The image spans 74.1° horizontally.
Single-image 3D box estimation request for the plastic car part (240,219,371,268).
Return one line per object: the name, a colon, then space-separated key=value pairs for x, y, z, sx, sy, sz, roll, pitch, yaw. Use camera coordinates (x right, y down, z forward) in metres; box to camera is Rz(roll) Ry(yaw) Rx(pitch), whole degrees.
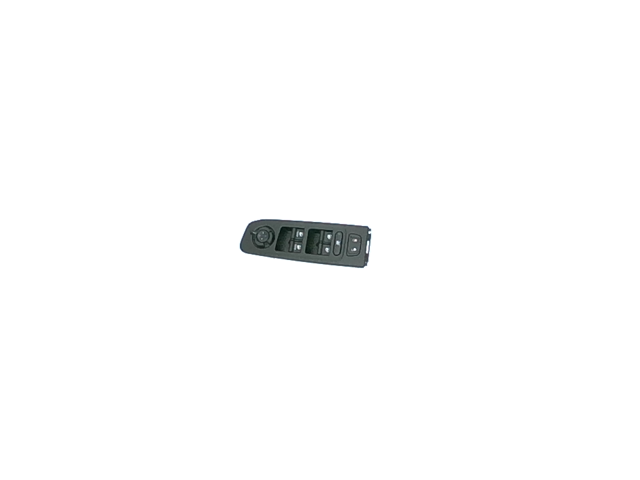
plastic car part: x=-0.023 y=0.005 z=0.670 sx=0.203 sy=0.066 sz=0.067 roll=6 pitch=-11 yaw=8
